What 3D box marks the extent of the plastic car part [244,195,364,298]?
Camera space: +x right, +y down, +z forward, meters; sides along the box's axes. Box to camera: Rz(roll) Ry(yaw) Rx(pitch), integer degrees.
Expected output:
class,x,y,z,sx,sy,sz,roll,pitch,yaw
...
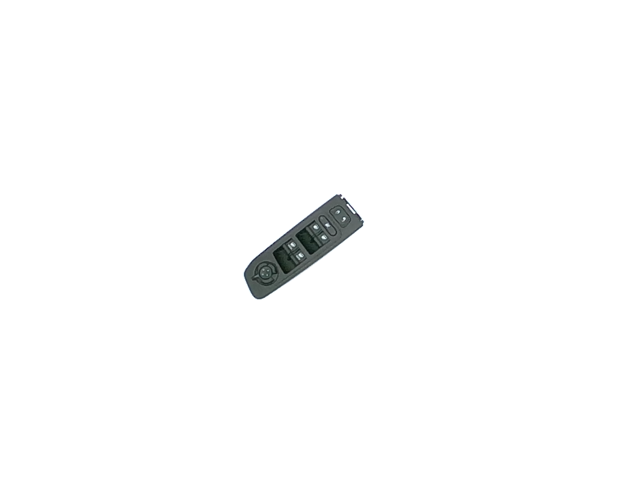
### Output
class,x,y,z,sx,sy,sz,roll,pitch,yaw
plastic car part,-0.030,0.015,0.669,0.203,0.066,0.067,-37,-7,-5
